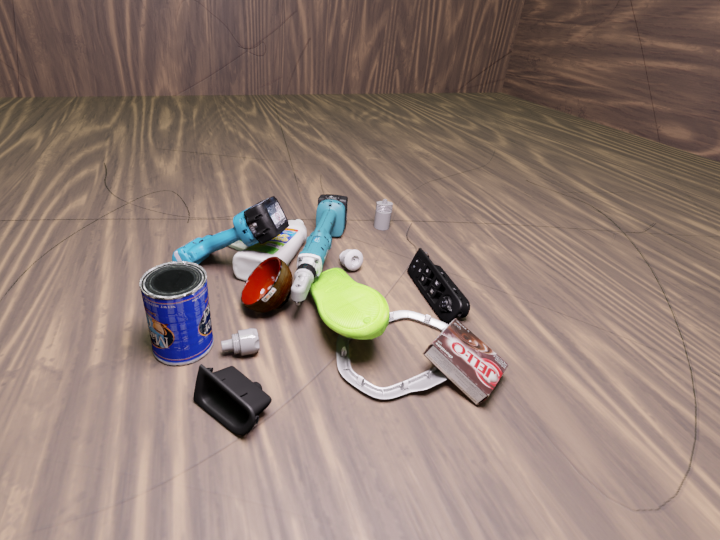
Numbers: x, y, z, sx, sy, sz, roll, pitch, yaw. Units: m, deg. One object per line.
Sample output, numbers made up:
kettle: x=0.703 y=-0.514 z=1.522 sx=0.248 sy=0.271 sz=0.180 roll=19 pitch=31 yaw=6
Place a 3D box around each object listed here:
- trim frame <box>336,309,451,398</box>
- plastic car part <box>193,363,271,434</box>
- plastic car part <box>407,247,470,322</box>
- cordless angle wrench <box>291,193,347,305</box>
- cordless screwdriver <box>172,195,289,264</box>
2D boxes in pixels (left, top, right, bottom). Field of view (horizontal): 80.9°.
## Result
trim frame: x=0.072 y=0.137 z=0.737 sx=0.240 sy=0.027 sz=0.195 roll=-15 pitch=38 yaw=-29
plastic car part: x=-0.180 y=0.183 z=0.621 sx=0.122 sy=0.065 sz=0.069 roll=25 pitch=23 yaw=24
plastic car part: x=0.164 y=0.036 z=0.875 sx=0.064 sy=0.066 sz=0.211 roll=22 pitch=23 yaw=-25
cordless angle wrench: x=-0.092 y=-0.060 z=0.938 sx=0.075 sy=0.095 sz=0.428 roll=5 pitch=29 yaw=4
cordless screwdriver: x=-0.276 y=-0.081 z=0.922 sx=0.254 sy=0.073 sz=0.160 roll=-21 pitch=17 yaw=18
